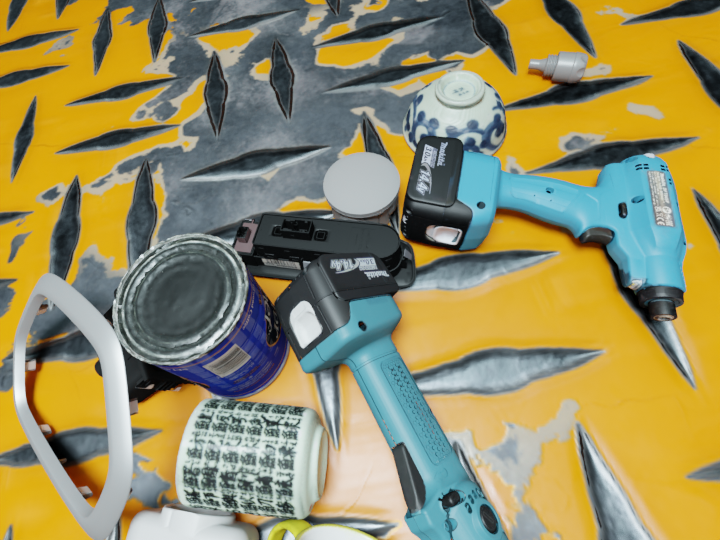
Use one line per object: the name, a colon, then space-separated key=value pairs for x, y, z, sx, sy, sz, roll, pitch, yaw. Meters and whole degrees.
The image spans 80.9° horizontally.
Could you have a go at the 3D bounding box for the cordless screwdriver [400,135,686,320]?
cordless screwdriver: x=0.166 y=-0.045 z=0.404 sx=0.253 sy=0.072 sz=0.162 roll=7 pitch=64 yaw=9

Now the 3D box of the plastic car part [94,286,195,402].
plastic car part: x=-0.226 y=0.082 z=0.414 sx=0.071 sy=0.063 sz=0.122 roll=-44 pitch=61 yaw=1

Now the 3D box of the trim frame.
trim frame: x=-0.252 y=0.105 z=0.362 sx=0.262 sy=0.026 sz=0.183 roll=20 pitch=99 yaw=34

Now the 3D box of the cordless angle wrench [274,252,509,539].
cordless angle wrench: x=0.067 y=0.178 z=0.295 sx=0.075 sy=0.093 sz=0.439 roll=-47 pitch=61 yaw=34

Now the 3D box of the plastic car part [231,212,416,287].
plastic car part: x=-0.043 y=-0.028 z=0.437 sx=0.207 sy=0.065 sz=0.067 roll=9 pitch=54 yaw=11
